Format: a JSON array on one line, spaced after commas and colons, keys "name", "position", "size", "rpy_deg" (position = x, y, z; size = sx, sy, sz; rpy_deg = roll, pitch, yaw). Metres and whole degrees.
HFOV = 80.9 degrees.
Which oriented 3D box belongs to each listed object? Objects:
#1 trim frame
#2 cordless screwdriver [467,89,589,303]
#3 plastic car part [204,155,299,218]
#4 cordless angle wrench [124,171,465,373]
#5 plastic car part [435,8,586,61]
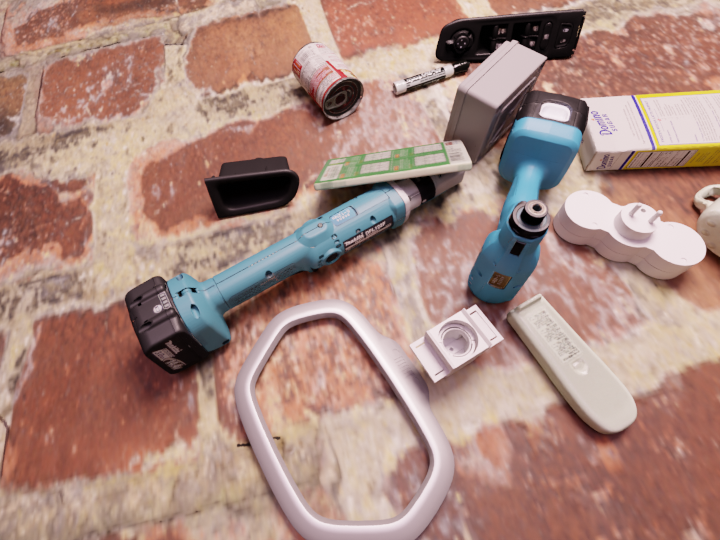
[{"name": "trim frame", "position": [-0.022, 0.142, 0.428], "size": [0.183, 0.026, 0.260], "rpy_deg": [-32, 62, -9]}, {"name": "cordless screwdriver", "position": [0.184, -0.098, 0.454], "size": [0.076, 0.154, 0.250], "rpy_deg": [20, 65, 12]}, {"name": "plastic car part", "position": [-0.142, -0.123, 0.567], "size": [0.116, 0.063, 0.074], "rpy_deg": [-12, 49, -4]}, {"name": "cordless angle wrench", "position": [-0.048, -0.031, 0.489], "size": [0.418, 0.094, 0.078], "rpy_deg": [-30, 62, -12]}, {"name": "plastic car part", "position": [0.216, -0.360, 0.639], "size": [0.205, 0.064, 0.069], "rpy_deg": [-3, 54, 5]}]
